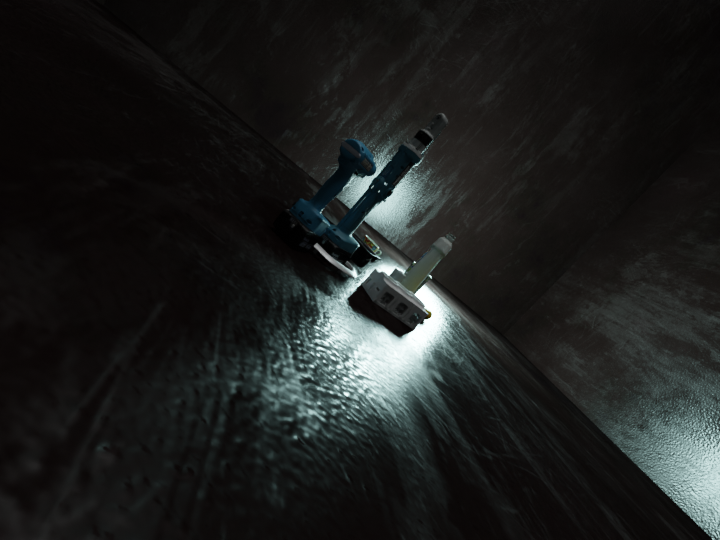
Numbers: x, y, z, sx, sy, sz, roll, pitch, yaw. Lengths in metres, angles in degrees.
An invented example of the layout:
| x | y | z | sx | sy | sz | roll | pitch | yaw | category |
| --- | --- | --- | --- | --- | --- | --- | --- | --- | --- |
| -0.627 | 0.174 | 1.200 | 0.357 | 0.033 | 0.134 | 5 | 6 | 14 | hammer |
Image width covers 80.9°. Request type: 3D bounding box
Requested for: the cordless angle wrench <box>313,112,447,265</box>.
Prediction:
| x | y | z | sx | sy | sz | roll | pitch | yaw | category |
| --- | --- | --- | --- | --- | --- | --- | --- | --- | --- |
| 0.050 | -0.192 | 0.985 | 0.078 | 0.424 | 0.093 | 47 | 11 | 31 | cordless angle wrench |

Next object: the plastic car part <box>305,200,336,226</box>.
| x | y | z | sx | sy | sz | roll | pitch | yaw | category |
| --- | --- | --- | --- | --- | --- | --- | --- | --- | --- |
| -0.108 | -0.127 | 1.171 | 0.062 | 0.067 | 0.214 | 31 | 12 | -46 | plastic car part |

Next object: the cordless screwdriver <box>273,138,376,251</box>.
| x | y | z | sx | sy | sz | roll | pitch | yaw | category |
| --- | --- | --- | --- | --- | --- | --- | --- | --- | --- |
| -0.062 | -0.154 | 0.896 | 0.077 | 0.249 | 0.153 | 44 | 10 | 15 | cordless screwdriver |

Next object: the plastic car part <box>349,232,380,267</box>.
| x | y | z | sx | sy | sz | roll | pitch | yaw | category |
| --- | --- | --- | --- | --- | --- | --- | --- | --- | --- |
| -0.012 | -0.052 | 1.192 | 0.122 | 0.071 | 0.063 | 45 | 10 | 28 | plastic car part |

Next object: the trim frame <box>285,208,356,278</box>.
| x | y | z | sx | sy | sz | roll | pitch | yaw | category |
| --- | --- | --- | --- | --- | --- | --- | --- | --- | --- |
| -0.100 | -0.066 | 1.027 | 0.257 | 0.027 | 0.177 | 43 | 9 | 18 | trim frame |
